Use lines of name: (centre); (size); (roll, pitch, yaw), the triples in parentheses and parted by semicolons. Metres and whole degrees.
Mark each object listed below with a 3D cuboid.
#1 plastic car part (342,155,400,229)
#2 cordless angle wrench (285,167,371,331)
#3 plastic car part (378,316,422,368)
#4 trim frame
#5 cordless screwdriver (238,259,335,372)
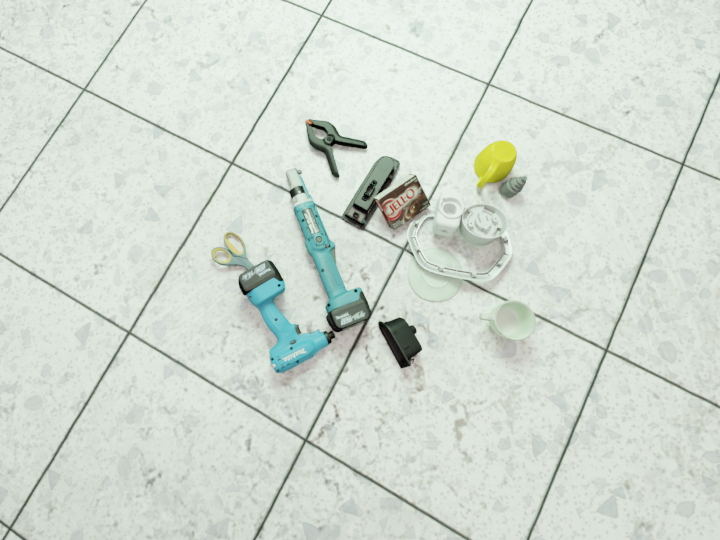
plastic car part: (0.028, -0.206, 1.047); (0.068, 0.065, 0.203); (29, 79, 14)
cordless angle wrench: (-0.100, -0.065, 1.020); (0.097, 0.073, 0.434); (-20, 74, -12)
plastic car part: (0.099, 0.155, 0.967); (0.069, 0.065, 0.119); (-21, 75, -18)
trim frame: (0.236, -0.070, 1.006); (0.252, 0.027, 0.186); (10, 68, 8)
cordless screwdriver: (-0.176, 0.094, 0.988); (0.157, 0.074, 0.251); (-25, 83, -12)
